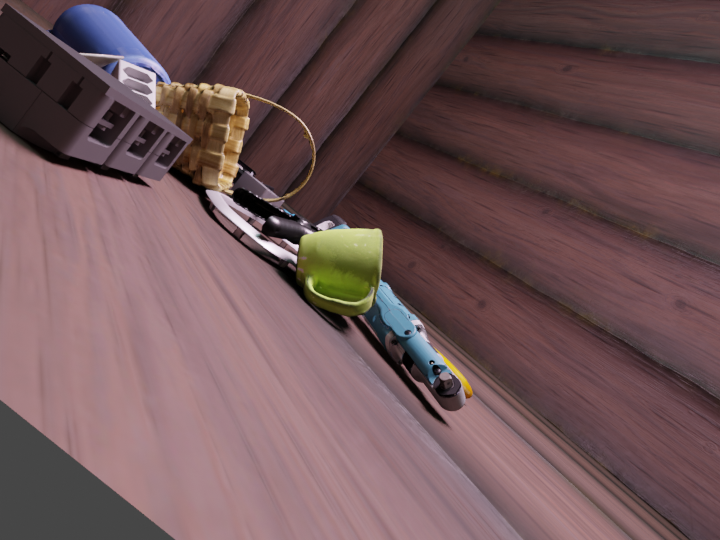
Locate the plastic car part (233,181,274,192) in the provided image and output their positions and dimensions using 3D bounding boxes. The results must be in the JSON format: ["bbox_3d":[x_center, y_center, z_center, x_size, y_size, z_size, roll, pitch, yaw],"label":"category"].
[{"bbox_3d":[-0.255,-0.181,0.975,0.072,0.066,0.114,24,4,9],"label":"plastic car part"}]

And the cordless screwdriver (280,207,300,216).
[{"bbox_3d":[-0.091,-0.060,0.931,0.263,0.074,0.150,36,0,42],"label":"cordless screwdriver"}]

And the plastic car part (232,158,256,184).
[{"bbox_3d":[-0.383,-0.293,1.154,0.193,0.067,0.069,39,28,-29],"label":"plastic car part"}]

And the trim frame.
[{"bbox_3d":[-0.127,-0.042,0.602,0.192,0.027,0.238,39,0,23],"label":"trim frame"}]

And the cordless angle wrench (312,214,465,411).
[{"bbox_3d":[0.016,0.037,0.591,0.444,0.074,0.094,50,-16,57],"label":"cordless angle wrench"}]
